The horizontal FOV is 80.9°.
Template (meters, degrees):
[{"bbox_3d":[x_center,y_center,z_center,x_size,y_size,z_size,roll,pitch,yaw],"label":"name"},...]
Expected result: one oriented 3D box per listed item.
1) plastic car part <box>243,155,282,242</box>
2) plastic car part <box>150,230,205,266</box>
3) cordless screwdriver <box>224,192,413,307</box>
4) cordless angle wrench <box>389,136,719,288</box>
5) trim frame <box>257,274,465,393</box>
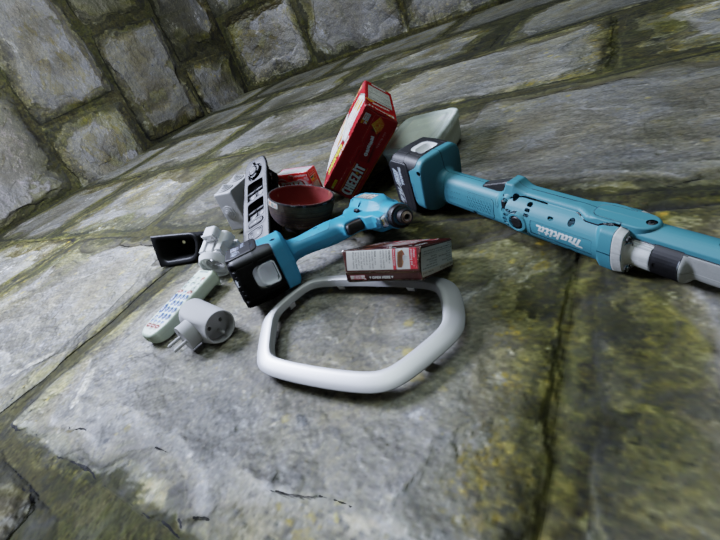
[{"bbox_3d":[-0.176,-0.125,0.776,0.068,0.063,0.210,-34,55,35],"label":"plastic car part"},{"bbox_3d":[-0.344,-0.053,0.839,0.120,0.064,0.070,-6,19,22],"label":"plastic car part"},{"bbox_3d":[-0.056,-0.037,0.577,0.246,0.072,0.165,-28,18,-12],"label":"cordless screwdriver"},{"bbox_3d":[0.192,-0.069,0.474,0.073,0.094,0.447,-33,36,-16],"label":"cordless angle wrench"},{"bbox_3d":[-0.010,0.056,0.470,0.259,0.026,0.184,-3,38,34],"label":"trim frame"}]
